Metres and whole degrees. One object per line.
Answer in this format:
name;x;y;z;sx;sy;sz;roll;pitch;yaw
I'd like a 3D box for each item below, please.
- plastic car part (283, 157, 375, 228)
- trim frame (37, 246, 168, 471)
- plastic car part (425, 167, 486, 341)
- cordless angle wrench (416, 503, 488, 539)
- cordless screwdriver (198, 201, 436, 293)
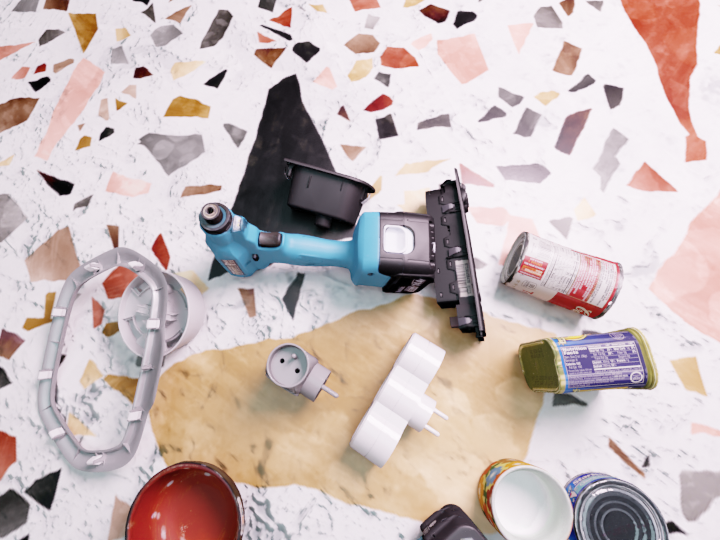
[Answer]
plastic car part;-0.047;-0.091;0.540;0.118;0.065;0.071;20;89;6
trim frame;-0.292;0.096;0.475;0.191;0.026;0.250;7;82;20
plastic car part;0.109;-0.021;0.502;0.069;0.063;0.206;-8;70;27
cordless angle wrench;-0.038;0.390;0.366;0.421;0.072;0.101;-40;74;-7
cordless screwdriver;-0.045;-0.030;0.463;0.250;0.156;0.075;3;73;2
